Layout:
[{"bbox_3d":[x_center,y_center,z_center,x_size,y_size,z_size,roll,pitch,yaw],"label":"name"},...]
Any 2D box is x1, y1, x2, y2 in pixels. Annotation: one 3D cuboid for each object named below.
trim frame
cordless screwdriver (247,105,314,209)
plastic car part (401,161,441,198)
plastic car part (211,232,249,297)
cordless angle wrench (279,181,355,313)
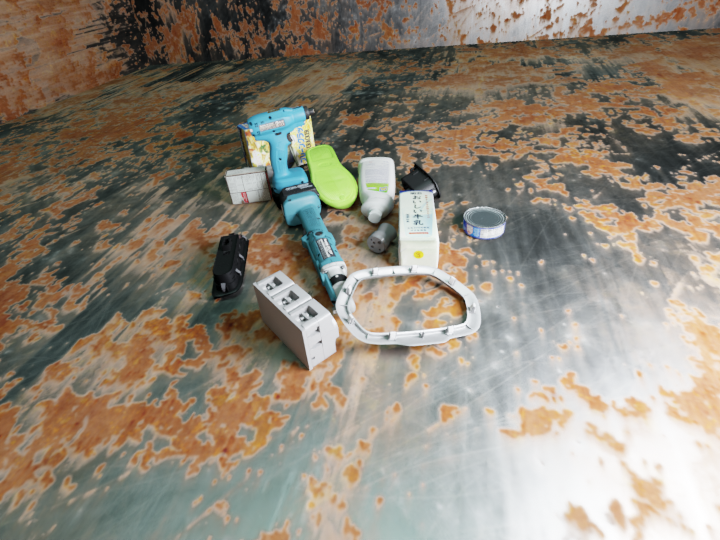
[{"bbox_3d":[0.081,0.054,0.715,0.244,0.027,0.192,-3,43,-11],"label":"trim frame"},{"bbox_3d":[-0.173,-0.283,1.058,0.159,0.239,0.077,-14,36,-3],"label":"cordless screwdriver"},{"bbox_3d":[0.142,-0.212,1.067,0.071,0.063,0.122,-26,41,-1],"label":"plastic car part"},{"bbox_3d":[-0.276,-0.024,0.894,0.066,0.065,0.211,-3,39,-7],"label":"plastic car part"},{"bbox_3d":[-0.087,-0.057,0.894,0.097,0.071,0.444,-16,40,-11],"label":"cordless angle wrench"}]
